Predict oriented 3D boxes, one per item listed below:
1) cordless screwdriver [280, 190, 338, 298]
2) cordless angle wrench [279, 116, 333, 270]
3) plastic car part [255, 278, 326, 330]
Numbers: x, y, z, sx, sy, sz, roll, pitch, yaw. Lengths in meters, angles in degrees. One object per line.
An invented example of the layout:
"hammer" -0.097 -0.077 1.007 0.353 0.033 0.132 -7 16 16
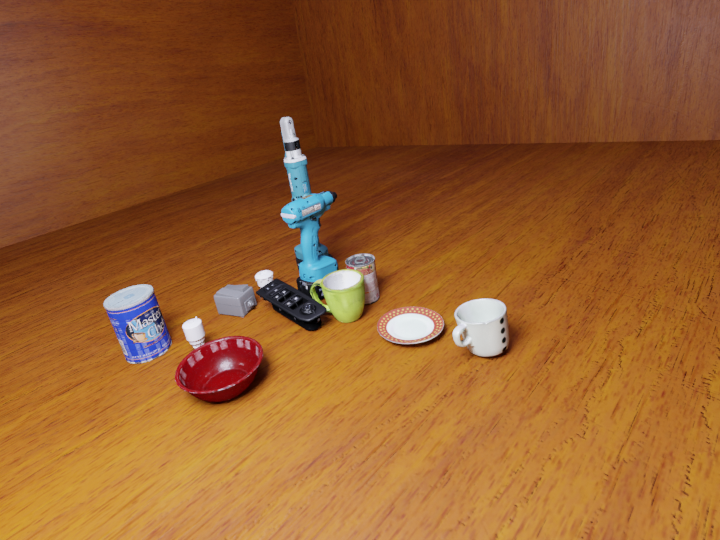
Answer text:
"cordless screwdriver" -0.101 -0.066 1.035 0.078 0.242 0.155 12 31 42
"cordless angle wrench" -0.154 -0.188 1.114 0.072 0.411 0.103 -23 26 -32
"plastic car part" -0.154 0.082 0.951 0.064 0.065 0.214 -27 29 -35
